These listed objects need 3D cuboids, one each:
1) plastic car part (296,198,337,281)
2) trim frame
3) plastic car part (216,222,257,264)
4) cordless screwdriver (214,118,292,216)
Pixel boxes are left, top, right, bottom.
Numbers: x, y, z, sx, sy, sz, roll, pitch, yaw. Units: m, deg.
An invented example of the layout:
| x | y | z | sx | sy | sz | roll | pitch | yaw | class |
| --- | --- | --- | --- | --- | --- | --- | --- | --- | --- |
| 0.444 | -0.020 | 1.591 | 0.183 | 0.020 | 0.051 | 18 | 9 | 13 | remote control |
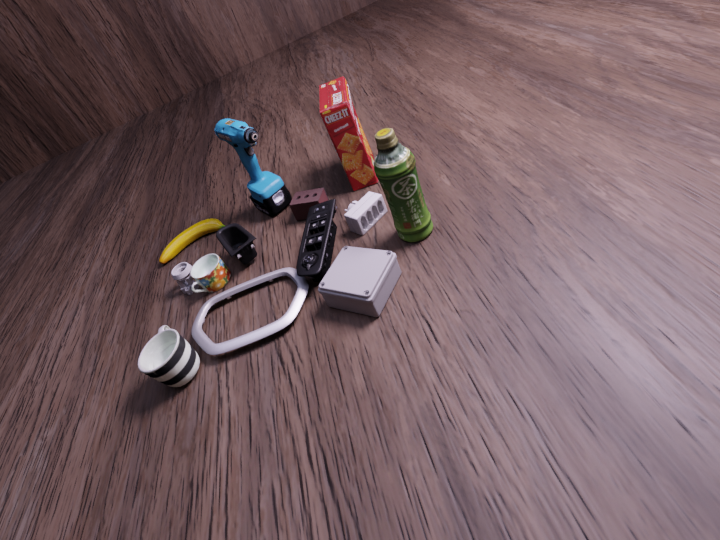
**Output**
| x | y | z | sx | sy | sz | roll | pitch | yaw | class |
| --- | --- | --- | --- | --- | --- | --- | --- | --- | --- |
| -0.083 | -0.055 | 0.853 | 0.068 | 0.064 | 0.207 | -10 | 43 | 19 | plastic car part |
| -0.215 | 0.073 | 0.820 | 0.250 | 0.026 | 0.192 | -24 | 40 | 4 | trim frame |
| -0.272 | -0.055 | 0.954 | 0.065 | 0.067 | 0.123 | -39 | 41 | -15 | plastic car part |
| -0.242 | -0.241 | 1.002 | 0.074 | 0.237 | 0.169 | -42 | 42 | -20 | cordless screwdriver |
